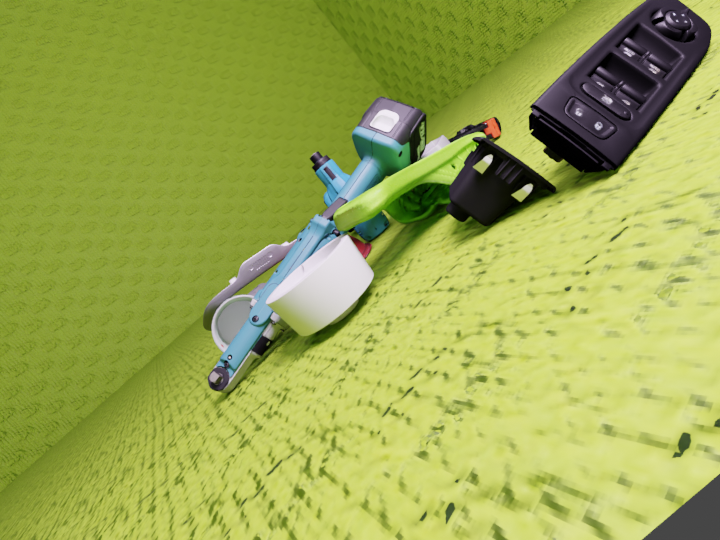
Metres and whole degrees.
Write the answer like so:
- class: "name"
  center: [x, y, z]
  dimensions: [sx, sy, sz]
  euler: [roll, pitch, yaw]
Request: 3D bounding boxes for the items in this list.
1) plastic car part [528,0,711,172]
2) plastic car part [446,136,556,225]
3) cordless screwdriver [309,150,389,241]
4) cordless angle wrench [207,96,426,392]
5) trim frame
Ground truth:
- class: "plastic car part"
  center: [0.198, -0.140, 0.322]
  dimensions: [0.201, 0.068, 0.065]
  euler: [-45, -16, -17]
- class: "plastic car part"
  center: [0.105, -0.073, 0.368]
  dimensions: [0.071, 0.066, 0.116]
  euler: [-52, 3, 17]
- class: "cordless screwdriver"
  center: [-0.029, -0.135, 0.755]
  dimensions: [0.074, 0.157, 0.251]
  euler: [-40, 8, 3]
- class: "cordless angle wrench"
  center: [-0.052, -0.034, 0.534]
  dimensions: [0.422, 0.077, 0.094]
  euler: [-57, -21, -14]
- class: "trim frame"
  center: [-0.152, 0.019, 0.699]
  dimensions: [0.246, 0.028, 0.180]
  euler: [-35, -17, -15]
